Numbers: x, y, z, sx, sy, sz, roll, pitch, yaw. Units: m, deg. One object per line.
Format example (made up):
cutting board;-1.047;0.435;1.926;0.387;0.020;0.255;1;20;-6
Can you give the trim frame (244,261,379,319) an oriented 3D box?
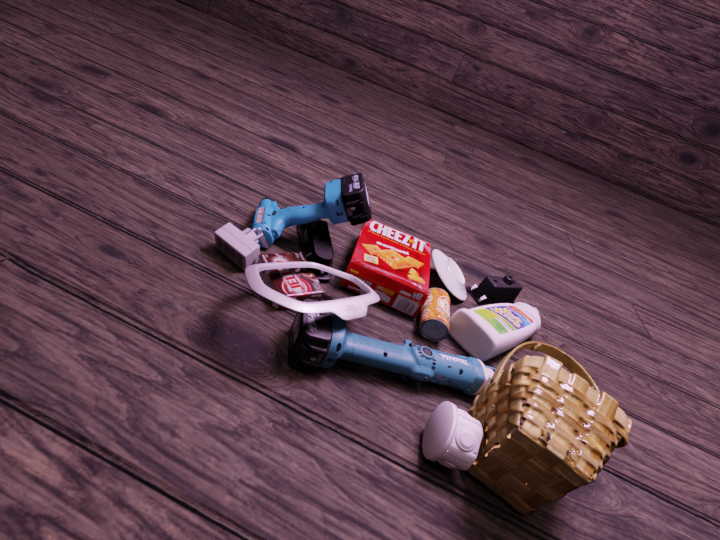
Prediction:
trim frame;-0.075;0.027;0.683;0.194;0.027;0.237;27;16;33

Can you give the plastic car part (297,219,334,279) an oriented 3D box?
plastic car part;-0.087;-0.057;0.889;0.064;0.067;0.211;17;35;-23

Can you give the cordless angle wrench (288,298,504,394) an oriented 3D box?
cordless angle wrench;0.094;0.148;0.688;0.414;0.074;0.101;16;32;-12

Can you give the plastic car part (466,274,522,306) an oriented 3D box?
plastic car part;0.315;0.041;0.959;0.112;0.070;0.069;2;40;-23

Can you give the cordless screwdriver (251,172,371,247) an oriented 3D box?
cordless screwdriver;-0.107;-0.136;0.887;0.251;0.071;0.165;-15;37;6
